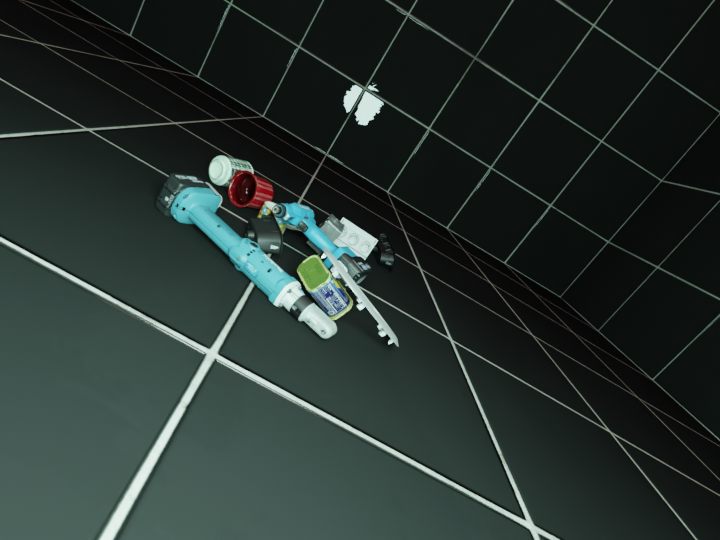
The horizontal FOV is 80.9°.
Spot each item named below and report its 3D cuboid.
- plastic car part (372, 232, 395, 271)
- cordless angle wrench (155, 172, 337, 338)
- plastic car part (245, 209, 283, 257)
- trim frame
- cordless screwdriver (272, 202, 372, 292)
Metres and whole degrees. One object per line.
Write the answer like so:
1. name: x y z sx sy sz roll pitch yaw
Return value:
1. plastic car part: 0.071 -0.063 1.343 0.065 0.066 0.210 17 21 -17
2. cordless angle wrench: -0.206 -0.027 0.767 0.438 0.074 0.094 40 19 18
3. plastic car part: -0.215 -0.078 0.916 0.068 0.065 0.123 4 33 -28
4. trim frame: -0.002 0.053 0.811 0.238 0.027 0.192 50 1 -28
5. cordless screwdriver: -0.093 -0.061 0.955 0.257 0.075 0.153 47 14 17
